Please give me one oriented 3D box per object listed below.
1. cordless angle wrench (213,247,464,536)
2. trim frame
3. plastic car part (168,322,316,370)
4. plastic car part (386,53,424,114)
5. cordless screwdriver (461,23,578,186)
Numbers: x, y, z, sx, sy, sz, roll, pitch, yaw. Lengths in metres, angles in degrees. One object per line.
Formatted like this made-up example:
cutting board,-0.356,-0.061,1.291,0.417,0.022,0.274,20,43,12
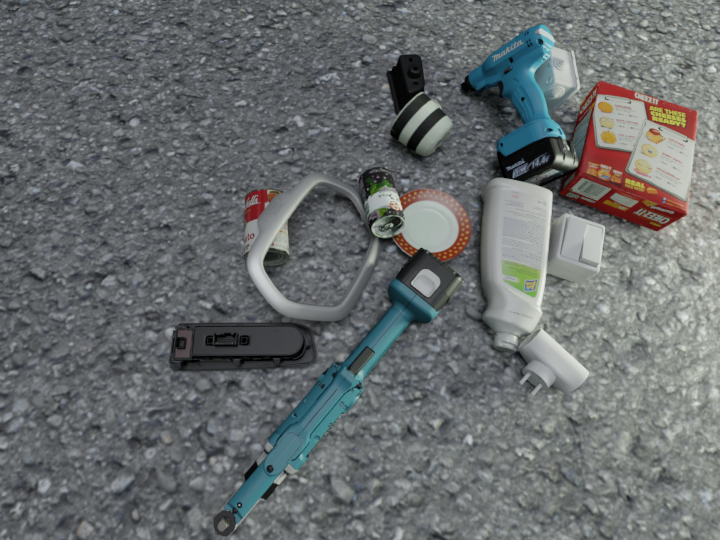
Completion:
cordless angle wrench,-0.028,0.151,0.543,0.076,0.096,0.421,39,76,11
trim frame,-0.060,-0.039,0.613,0.180,0.028,0.249,36,58,-11
plastic car part,-0.160,0.097,0.576,0.202,0.065,0.068,1,61,-4
plastic car part,0.090,-0.341,0.759,0.066,0.069,0.120,-4,65,-4
cordless screwdriver,0.254,-0.258,0.705,0.071,0.165,0.252,4,75,-38
